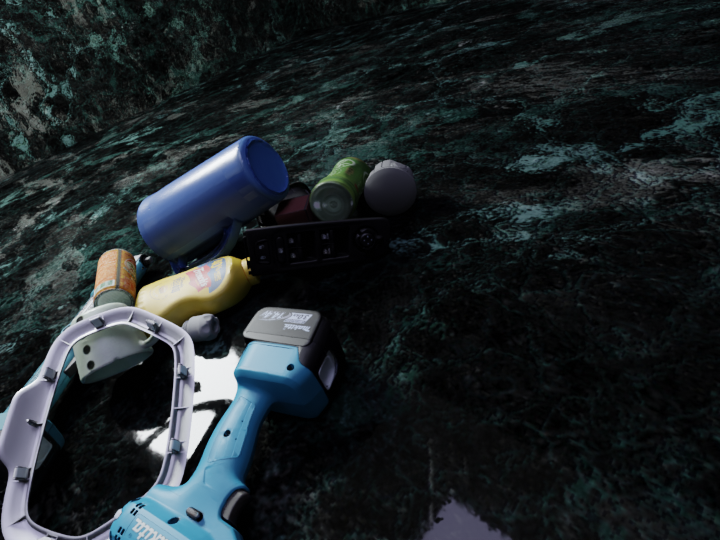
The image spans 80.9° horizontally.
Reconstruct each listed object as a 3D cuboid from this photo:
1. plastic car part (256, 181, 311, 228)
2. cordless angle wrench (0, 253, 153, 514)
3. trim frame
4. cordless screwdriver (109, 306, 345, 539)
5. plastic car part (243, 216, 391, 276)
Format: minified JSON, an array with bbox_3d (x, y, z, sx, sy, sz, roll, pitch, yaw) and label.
[{"bbox_3d":[-0.120,-0.106,0.744,0.114,0.063,0.075,-30,51,-20],"label":"plastic car part"},{"bbox_3d":[-0.393,0.101,0.594,0.099,0.071,0.435,-15,34,7],"label":"cordless angle wrench"},{"bbox_3d":[-0.264,0.148,0.431,0.184,0.027,0.257,-7,57,-2],"label":"trim frame"},{"bbox_3d":[-0.084,0.151,0.372,0.167,0.071,0.249,4,46,30],"label":"cordless screwdriver"},{"bbox_3d":[-0.058,-0.038,0.597,0.202,0.066,0.068,-6,8,-3],"label":"plastic car part"}]
